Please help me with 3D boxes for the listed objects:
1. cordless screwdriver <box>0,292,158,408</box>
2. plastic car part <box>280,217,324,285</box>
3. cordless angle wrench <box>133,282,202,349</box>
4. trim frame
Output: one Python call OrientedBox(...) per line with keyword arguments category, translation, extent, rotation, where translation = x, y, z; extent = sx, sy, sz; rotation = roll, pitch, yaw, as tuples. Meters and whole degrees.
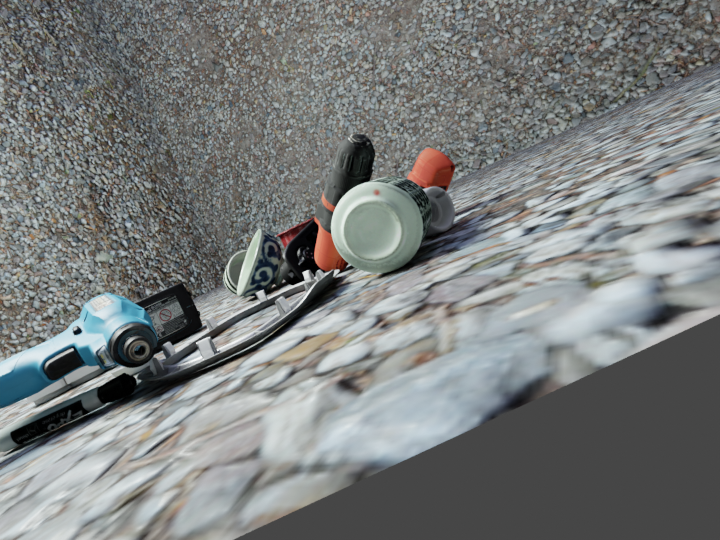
OrientedBox(category="cordless screwdriver", translation=(-0.273, 0.098, 0.309), extent=(0.243, 0.072, 0.167), rotation=(-34, 22, -32))
OrientedBox(category="plastic car part", translation=(-0.061, -0.040, 0.624), extent=(0.068, 0.065, 0.202), rotation=(-37, 10, 33))
OrientedBox(category="cordless angle wrench", translation=(-0.375, 0.097, 0.772), extent=(0.095, 0.074, 0.435), rotation=(-27, 5, -30))
OrientedBox(category="trim frame", translation=(-0.109, 0.044, 0.420), extent=(0.188, 0.027, 0.244), rotation=(-21, 6, 20))
